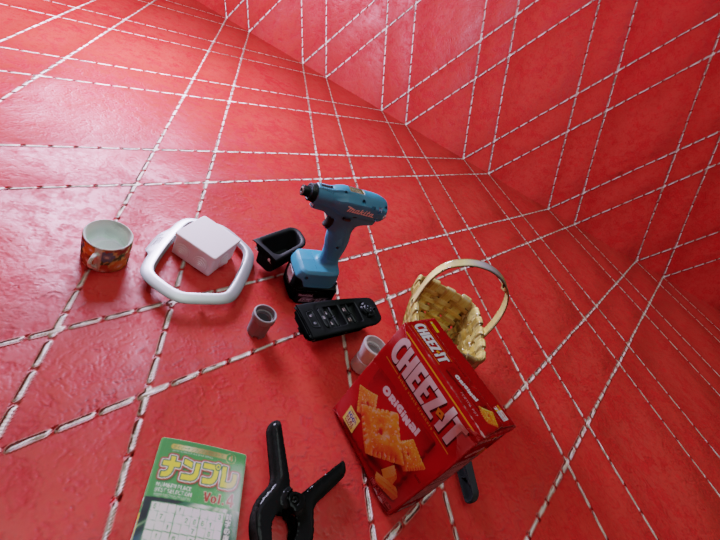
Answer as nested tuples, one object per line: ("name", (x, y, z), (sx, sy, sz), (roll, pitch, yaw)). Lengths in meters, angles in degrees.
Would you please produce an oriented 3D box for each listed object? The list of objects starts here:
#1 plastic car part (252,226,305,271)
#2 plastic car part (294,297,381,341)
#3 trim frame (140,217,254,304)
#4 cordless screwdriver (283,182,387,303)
("plastic car part", (-0.163, -0.036, 0.844), (0.068, 0.071, 0.113), (41, 34, 14))
("plastic car part", (-0.039, 0.093, 0.766), (0.194, 0.067, 0.069), (-8, 49, -44))
("trim frame", (-0.290, -0.021, 0.766), (0.181, 0.027, 0.254), (22, 33, -11))
("cordless screwdriver", (-0.075, -0.049, 0.765), (0.152, 0.248, 0.078), (11, 38, -30))
